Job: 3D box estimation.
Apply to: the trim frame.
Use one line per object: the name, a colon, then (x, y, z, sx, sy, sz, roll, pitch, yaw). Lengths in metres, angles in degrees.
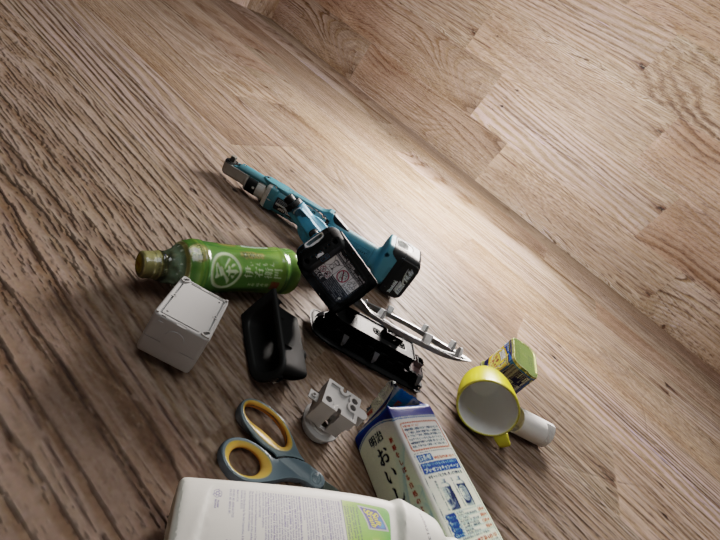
trim frame: (0.060, 0.077, 0.645, 0.177, 0.027, 0.259, 25, 3, -25)

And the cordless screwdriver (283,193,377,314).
cordless screwdriver: (-0.063, -0.041, 0.646, 0.155, 0.074, 0.255, 54, 0, -16)

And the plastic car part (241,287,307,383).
plastic car part: (-0.100, 0.093, 0.528, 0.067, 0.067, 0.122, 31, 27, -44)

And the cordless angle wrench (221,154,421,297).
cordless angle wrench: (-0.084, -0.097, 0.819, 0.423, 0.098, 0.074, 31, 28, 0)

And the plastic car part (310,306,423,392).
plastic car part: (0.018, 0.108, 0.632, 0.199, 0.067, 0.067, 27, 36, -11)
